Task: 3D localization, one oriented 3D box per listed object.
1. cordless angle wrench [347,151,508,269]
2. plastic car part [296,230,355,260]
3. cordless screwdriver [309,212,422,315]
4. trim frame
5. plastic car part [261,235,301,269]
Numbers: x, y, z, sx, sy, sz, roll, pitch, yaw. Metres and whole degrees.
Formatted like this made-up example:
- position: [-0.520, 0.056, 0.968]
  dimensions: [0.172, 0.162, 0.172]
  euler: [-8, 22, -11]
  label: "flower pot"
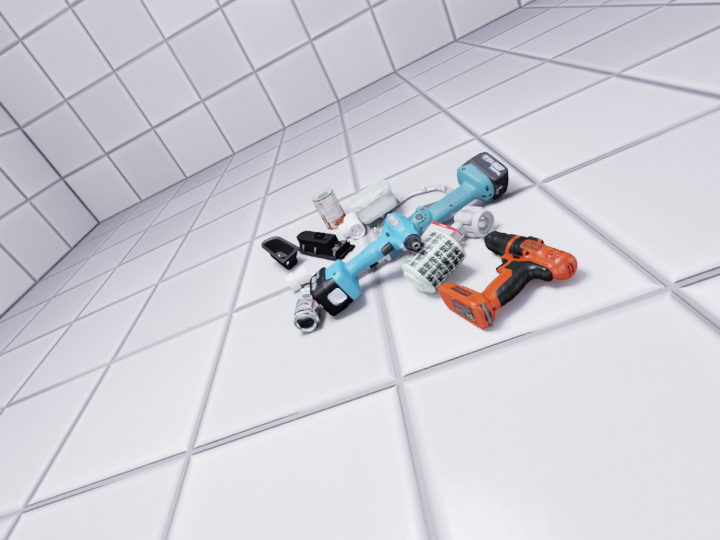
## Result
- position: [0.136, -0.108, 0.951]
  dimensions: [0.423, 0.071, 0.103]
  euler: [-35, 57, -1]
  label: "cordless angle wrench"
- position: [-0.111, -0.072, 1.131]
  dimensions: [0.213, 0.064, 0.066]
  euler: [9, 53, 51]
  label: "plastic car part"
- position: [0.012, -0.010, 0.847]
  dimensions: [0.250, 0.072, 0.164]
  euler: [-41, 21, 8]
  label: "cordless screwdriver"
- position: [0.130, -0.151, 1.074]
  dimensions: [0.245, 0.026, 0.194]
  euler: [-40, 33, -21]
  label: "trim frame"
- position: [-0.215, -0.043, 1.160]
  dimensions: [0.065, 0.068, 0.123]
  euler: [-41, 47, -23]
  label: "plastic car part"
